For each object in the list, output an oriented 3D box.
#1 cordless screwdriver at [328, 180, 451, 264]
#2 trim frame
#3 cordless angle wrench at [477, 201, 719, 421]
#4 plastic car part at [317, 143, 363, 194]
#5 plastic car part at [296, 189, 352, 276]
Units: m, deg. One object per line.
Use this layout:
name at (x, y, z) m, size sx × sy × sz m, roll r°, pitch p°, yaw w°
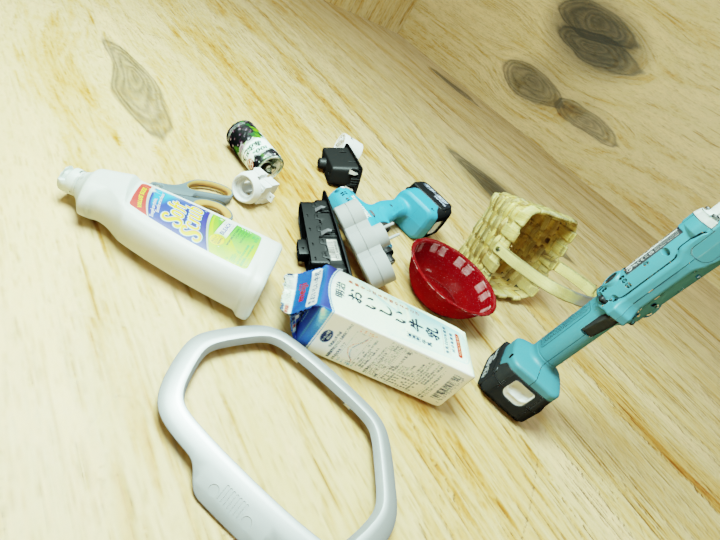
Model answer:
cordless screwdriver at (0.071, -0.086, 0.756) m, size 0.239 × 0.074 × 0.166 m, roll -13°, pitch 55°, yaw -42°
trim frame at (-0.069, 0.147, 0.390) m, size 0.252 × 0.027 × 0.181 m, roll 39°, pitch 33°, yaw 6°
cordless angle wrench at (0.308, 0.029, 0.483) m, size 0.076 × 0.423 × 0.096 m, roll 43°, pitch 34°, yaw 9°
plastic car part at (-0.047, -0.203, 0.825) m, size 0.069 × 0.065 × 0.122 m, roll -1°, pitch 42°, yaw -22°
plastic car part at (-0.059, -0.039, 0.607) m, size 0.066 × 0.064 × 0.211 m, roll -3°, pitch 44°, yaw -8°
